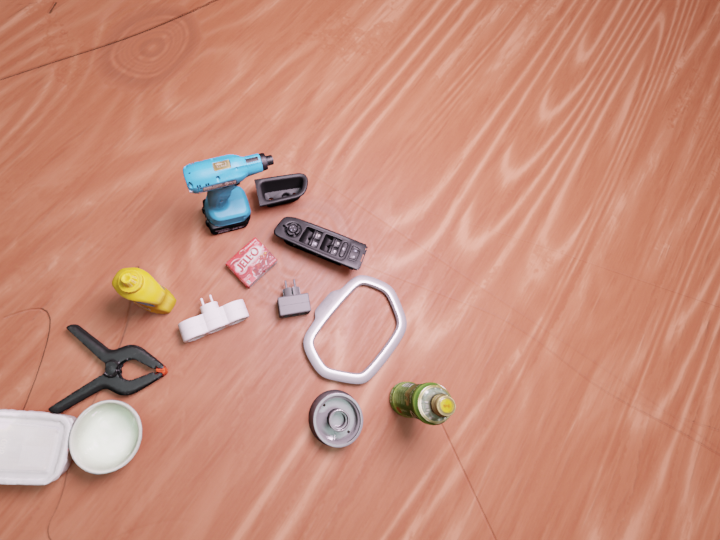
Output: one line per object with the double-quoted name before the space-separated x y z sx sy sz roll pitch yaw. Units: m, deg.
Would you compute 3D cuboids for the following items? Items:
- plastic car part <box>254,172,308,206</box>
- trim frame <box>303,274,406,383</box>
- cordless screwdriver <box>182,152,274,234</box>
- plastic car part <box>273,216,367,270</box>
"plastic car part" -0.176 -0.175 0.956 0.115 0.071 0.067 -12 77 -12
"trim frame" -0.010 0.124 0.908 0.186 0.027 0.247 39 72 5
"cordless screwdriver" -0.254 -0.157 0.848 0.156 0.248 0.076 -17 80 -15
"plastic car part" -0.091 -0.060 0.934 0.203 0.067 0.067 23 72 0
